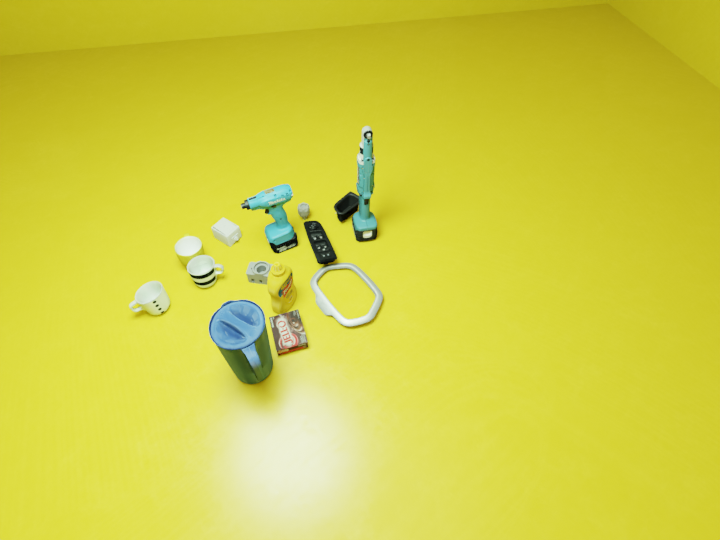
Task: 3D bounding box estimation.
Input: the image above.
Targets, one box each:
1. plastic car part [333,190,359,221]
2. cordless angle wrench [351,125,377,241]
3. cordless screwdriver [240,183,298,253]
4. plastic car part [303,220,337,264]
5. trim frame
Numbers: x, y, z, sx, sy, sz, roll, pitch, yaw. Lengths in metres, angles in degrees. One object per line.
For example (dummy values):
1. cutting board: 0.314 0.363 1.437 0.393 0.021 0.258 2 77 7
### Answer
1. plastic car part: -0.049 -0.215 1.491 0.069 0.068 0.115 33 60 25
2. cordless angle wrench: 0.016 -0.259 1.302 0.074 0.409 0.102 -8 52 -7
3. cordless screwdriver: -0.285 -0.158 1.352 0.157 0.240 0.078 -20 54 -15
4. plastic car part: -0.137 -0.089 1.397 0.065 0.065 0.213 -16 52 -11
5. trim frame: -0.046 0.067 1.288 0.181 0.026 0.262 -30 55 -19
